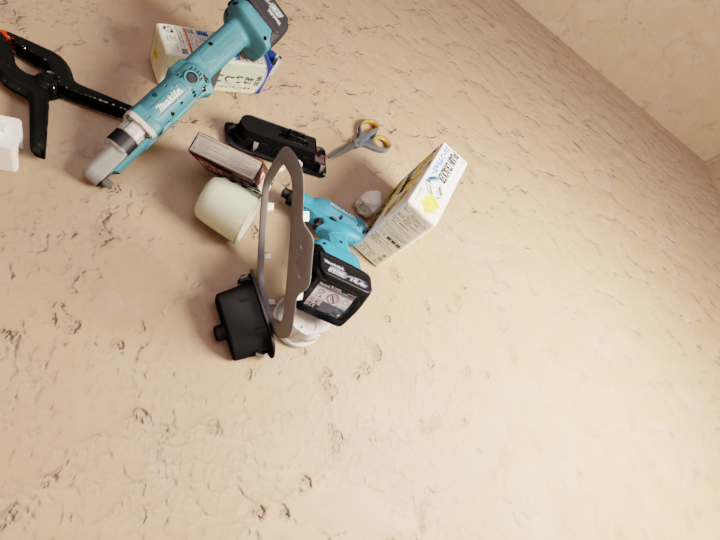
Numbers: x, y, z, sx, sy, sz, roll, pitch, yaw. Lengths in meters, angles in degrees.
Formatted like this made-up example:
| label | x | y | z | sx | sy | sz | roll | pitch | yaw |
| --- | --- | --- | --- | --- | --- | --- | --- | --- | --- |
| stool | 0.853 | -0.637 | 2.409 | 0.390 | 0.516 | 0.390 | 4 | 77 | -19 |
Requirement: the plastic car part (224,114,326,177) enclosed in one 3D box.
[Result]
| label | x | y | z | sx | sy | sz | roll | pitch | yaw |
| --- | --- | --- | --- | --- | --- | --- | --- | --- | --- |
| plastic car part | -0.145 | -0.229 | 0.766 | 0.195 | 0.068 | 0.068 | 10 | 65 | -24 |

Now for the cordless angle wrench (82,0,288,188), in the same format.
| label | x | y | z | sx | sy | sz | roll | pitch | yaw |
| --- | --- | --- | --- | --- | --- | --- | --- | --- | --- |
| cordless angle wrench | -0.267 | -0.289 | 0.655 | 0.093 | 0.078 | 0.423 | 45 | 64 | -28 |

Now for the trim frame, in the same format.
| label | x | y | z | sx | sy | sz | roll | pitch | yaw |
| --- | --- | --- | --- | --- | --- | --- | --- | --- | --- |
| trim frame | -0.103 | -0.034 | 0.549 | 0.026 | 0.193 | 0.246 | 2 | 103 | -27 |

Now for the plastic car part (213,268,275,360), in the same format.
| label | x | y | z | sx | sy | sz | roll | pitch | yaw |
| --- | --- | --- | --- | --- | --- | --- | --- | --- | --- |
| plastic car part | -0.163 | 0.068 | 0.567 | 0.069 | 0.066 | 0.119 | -12 | 72 | -22 |

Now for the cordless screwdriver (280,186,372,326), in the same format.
| label | x | y | z | sx | sy | sz | roll | pitch | yaw |
| --- | --- | --- | --- | --- | --- | --- | --- | --- | --- |
| cordless screwdriver | -0.063 | -0.041 | 0.645 | 0.155 | 0.074 | 0.255 | 28 | 28 | -17 |
